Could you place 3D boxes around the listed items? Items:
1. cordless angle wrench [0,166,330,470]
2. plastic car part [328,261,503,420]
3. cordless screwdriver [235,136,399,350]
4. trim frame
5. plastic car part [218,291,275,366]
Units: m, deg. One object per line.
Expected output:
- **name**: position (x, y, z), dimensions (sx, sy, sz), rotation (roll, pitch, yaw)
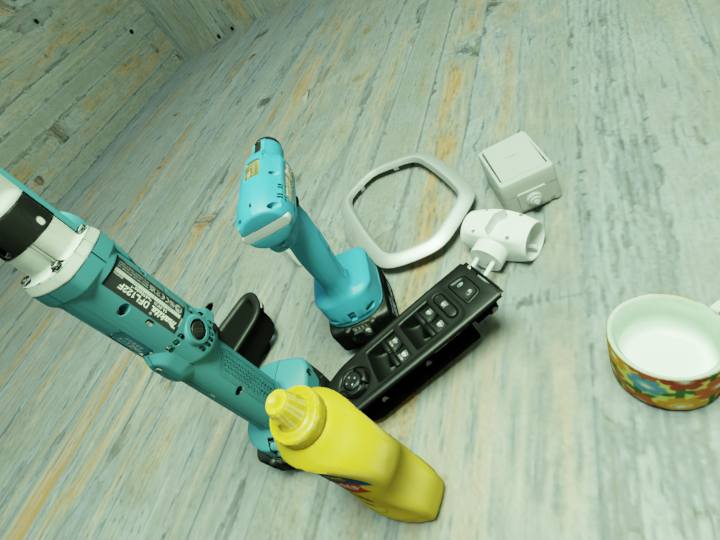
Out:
- **cordless angle wrench**: position (-0.151, 0.054, 0.348), dimensions (0.076, 0.401, 0.101), rotation (-19, 42, 22)
- **plastic car part**: position (0.053, 0.082, 0.429), dimensions (0.203, 0.063, 0.070), rotation (-38, 39, 2)
- **cordless screwdriver**: position (-0.046, -0.030, 0.474), dimensions (0.075, 0.236, 0.165), rotation (-27, 40, 14)
- **trim frame**: position (0.055, -0.095, 0.619), dimensions (0.185, 0.026, 0.261), rotation (-36, 40, 5)
- **plastic car part**: position (-0.155, 0.097, 0.570), dimensions (0.070, 0.067, 0.116), rotation (15, 63, 45)
